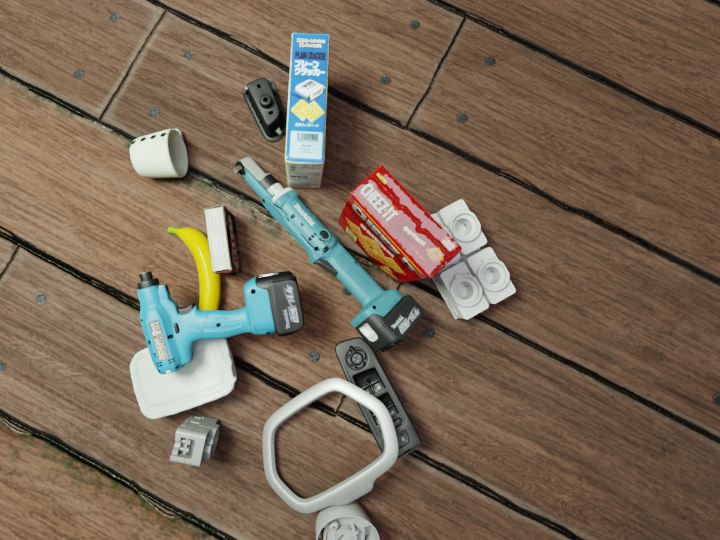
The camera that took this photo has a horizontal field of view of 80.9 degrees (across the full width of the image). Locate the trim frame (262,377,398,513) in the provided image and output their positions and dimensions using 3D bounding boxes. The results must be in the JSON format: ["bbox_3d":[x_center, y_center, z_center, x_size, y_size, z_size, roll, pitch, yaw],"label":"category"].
[{"bbox_3d":[-0.057,0.289,0.695,0.250,0.026,0.189,-37,74,11],"label":"trim frame"}]

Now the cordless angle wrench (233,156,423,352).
[{"bbox_3d":[-0.073,-0.048,0.745,0.430,0.074,0.096,47,54,9],"label":"cordless angle wrench"}]

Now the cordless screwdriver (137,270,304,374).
[{"bbox_3d":[-0.219,0.053,0.665,0.247,0.075,0.158,-15,94,-5],"label":"cordless screwdriver"}]

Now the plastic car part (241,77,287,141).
[{"bbox_3d":[-0.174,-0.306,0.780,0.066,0.070,0.118,-24,82,-5],"label":"plastic car part"}]

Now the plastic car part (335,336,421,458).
[{"bbox_3d":[0.025,0.207,0.720,0.066,0.066,0.206,-28,81,1],"label":"plastic car part"}]
